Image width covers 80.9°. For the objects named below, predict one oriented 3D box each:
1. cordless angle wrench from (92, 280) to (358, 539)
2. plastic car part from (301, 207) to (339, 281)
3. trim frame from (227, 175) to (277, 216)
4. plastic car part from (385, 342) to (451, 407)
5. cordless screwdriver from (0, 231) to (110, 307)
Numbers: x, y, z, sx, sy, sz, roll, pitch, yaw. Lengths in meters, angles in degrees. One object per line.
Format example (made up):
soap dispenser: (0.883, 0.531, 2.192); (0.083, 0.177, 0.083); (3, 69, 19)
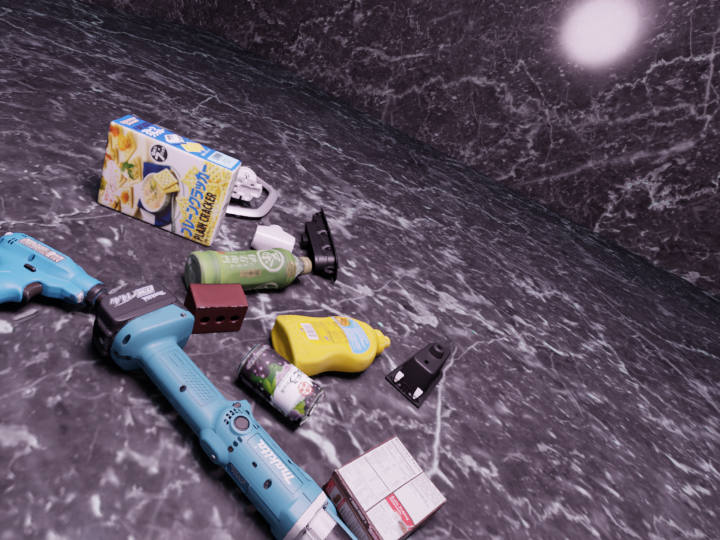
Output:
cordless angle wrench: (-0.134, 0.176, 0.450); (0.439, 0.074, 0.095); (39, 31, 20)
plastic car part: (-0.086, -0.057, 0.884); (0.065, 0.065, 0.213); (2, 35, -21)
trim frame: (-0.290, -0.186, 0.985); (0.182, 0.027, 0.253); (22, 30, -6)
plastic car part: (0.105, 0.150, 0.673); (0.069, 0.070, 0.113); (39, 34, 20)
cordless screwdriver: (-0.409, 0.044, 0.458); (0.160, 0.074, 0.249); (25, 24, 0)
